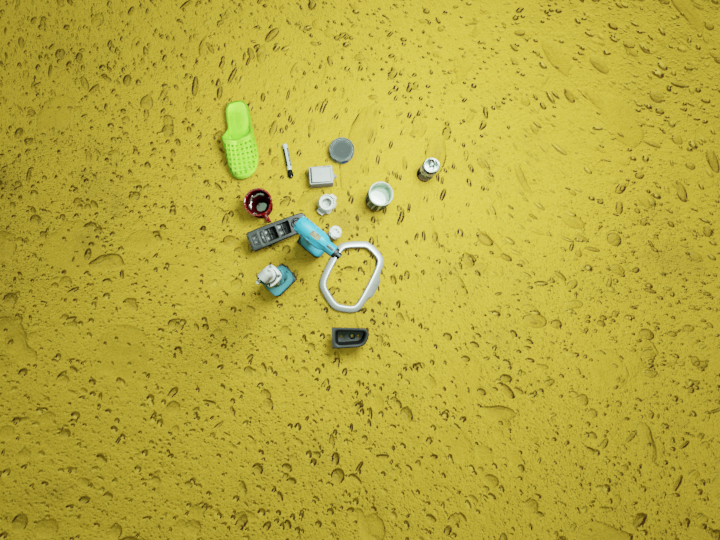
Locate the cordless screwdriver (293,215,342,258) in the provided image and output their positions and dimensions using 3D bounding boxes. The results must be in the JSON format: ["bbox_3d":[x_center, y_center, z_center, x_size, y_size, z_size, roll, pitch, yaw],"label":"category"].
[{"bbox_3d":[-0.128,-0.083,1.305,0.160,0.248,0.074,40,84,0],"label":"cordless screwdriver"}]

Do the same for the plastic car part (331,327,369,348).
[{"bbox_3d":[-0.034,0.213,1.358,0.116,0.070,0.066,-2,85,-1],"label":"plastic car part"}]

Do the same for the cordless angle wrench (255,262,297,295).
[{"bbox_3d":[-0.246,0.022,1.206,0.074,0.422,0.098,45,84,-1],"label":"cordless angle wrench"}]

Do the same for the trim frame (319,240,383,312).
[{"bbox_3d":[-0.027,0.018,1.402,0.185,0.027,0.249,26,84,3],"label":"trim frame"}]

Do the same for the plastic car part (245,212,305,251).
[{"bbox_3d":[-0.271,-0.128,1.401,0.202,0.067,0.067,-23,86,-3],"label":"plastic car part"}]
